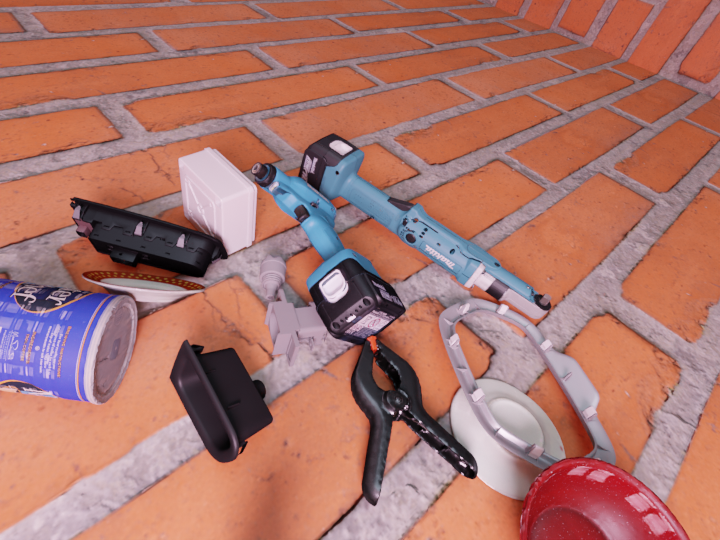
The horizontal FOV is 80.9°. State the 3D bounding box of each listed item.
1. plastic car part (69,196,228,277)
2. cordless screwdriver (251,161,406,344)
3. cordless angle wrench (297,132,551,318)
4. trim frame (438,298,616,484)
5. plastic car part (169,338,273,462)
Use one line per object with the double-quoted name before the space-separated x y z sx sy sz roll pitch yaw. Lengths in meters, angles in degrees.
"plastic car part" -0.273 -0.036 0.542 0.202 0.065 0.068 12 54 -3
"cordless screwdriver" -0.053 -0.034 0.537 0.150 0.075 0.261 33 21 -50
"cordless angle wrench" 0.089 -0.064 0.650 0.436 0.096 0.073 37 47 16
"trim frame" 0.192 0.122 0.504 0.179 0.027 0.258 9 36 -17
"plastic car part" -0.132 0.125 0.423 0.068 0.066 0.122 -15 54 -47
